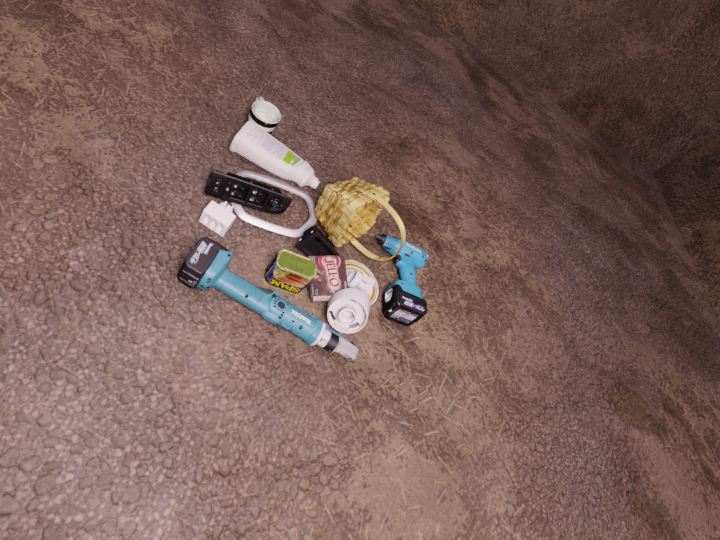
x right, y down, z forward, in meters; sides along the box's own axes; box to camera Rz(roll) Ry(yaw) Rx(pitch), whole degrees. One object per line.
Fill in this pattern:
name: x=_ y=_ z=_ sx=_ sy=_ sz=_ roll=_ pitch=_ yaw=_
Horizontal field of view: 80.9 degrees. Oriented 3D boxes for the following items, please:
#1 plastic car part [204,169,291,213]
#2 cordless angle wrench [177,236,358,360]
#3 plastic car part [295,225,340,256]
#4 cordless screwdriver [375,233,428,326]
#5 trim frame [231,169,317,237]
plastic car part: x=-0.267 y=-0.189 z=1.018 sx=0.196 sy=0.066 sz=0.070 roll=18 pitch=26 yaw=-19
cordless angle wrench: x=-0.180 y=0.081 z=0.902 sx=0.414 sy=0.075 sz=0.099 roll=33 pitch=48 yaw=-11
plastic car part: x=-0.103 y=-0.067 z=1.052 sx=0.110 sy=0.067 sz=0.074 roll=42 pitch=25 yaw=-40
cordless screwdriver: x=0.101 y=0.012 z=1.120 sx=0.155 sy=0.075 sz=0.254 roll=25 pitch=45 yaw=-15
trim frame: x=-0.223 y=-0.173 z=1.083 sx=0.240 sy=0.028 sz=0.189 roll=16 pitch=53 yaw=-19
